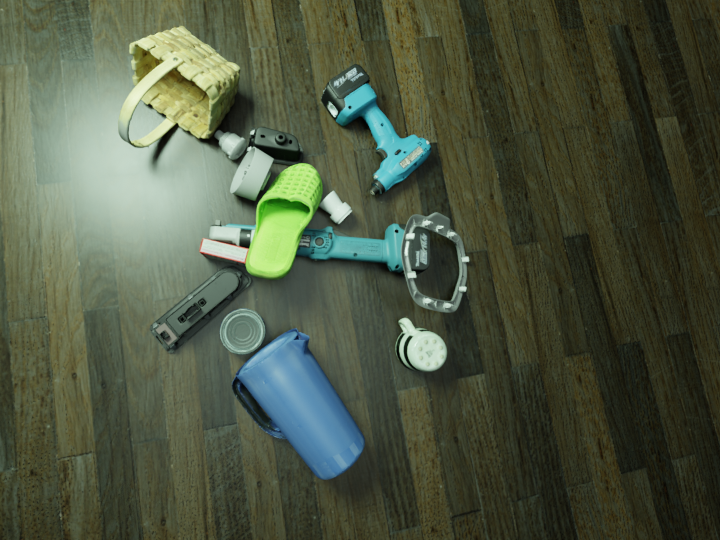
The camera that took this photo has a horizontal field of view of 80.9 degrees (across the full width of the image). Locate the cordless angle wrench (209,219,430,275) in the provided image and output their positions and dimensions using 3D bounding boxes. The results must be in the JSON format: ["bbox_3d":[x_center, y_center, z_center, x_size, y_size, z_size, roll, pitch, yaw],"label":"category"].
[{"bbox_3d":[-0.081,-0.053,0.827,0.419,0.074,0.099,5,79,-5],"label":"cordless angle wrench"}]

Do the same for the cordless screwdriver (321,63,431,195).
[{"bbox_3d":[0.014,-0.285,0.874,0.158,0.075,0.247,-43,93,-12],"label":"cordless screwdriver"}]

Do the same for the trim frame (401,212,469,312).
[{"bbox_3d":[0.149,-0.016,0.804,0.235,0.029,0.186,16,72,-45],"label":"trim frame"}]

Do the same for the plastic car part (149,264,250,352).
[{"bbox_3d":[-0.296,0.062,0.784,0.201,0.067,0.067,-41,85,-15],"label":"plastic car part"}]

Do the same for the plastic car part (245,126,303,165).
[{"bbox_3d":[-0.168,-0.254,0.843,0.116,0.071,0.066,10,83,-5],"label":"plastic car part"}]
